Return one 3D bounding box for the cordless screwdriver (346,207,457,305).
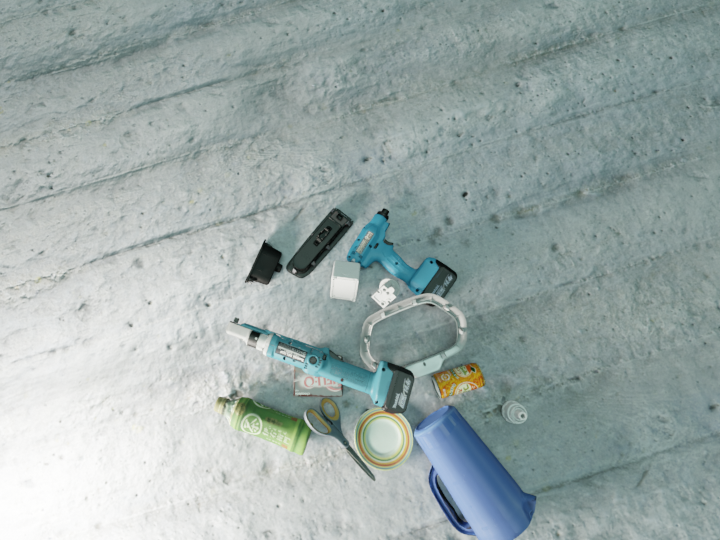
[{"bbox_3d":[0.108,-0.033,1.008,0.255,0.072,0.159,30,80,12],"label":"cordless screwdriver"}]

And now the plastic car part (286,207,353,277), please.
[{"bbox_3d":[-0.101,-0.066,1.032,0.066,0.067,0.202,40,84,0],"label":"plastic car part"}]

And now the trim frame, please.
[{"bbox_3d":[0.117,0.153,0.949,0.250,0.028,0.180,-23,102,7],"label":"trim frame"}]

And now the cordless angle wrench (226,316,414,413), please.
[{"bbox_3d":[-0.100,0.197,0.929,0.429,0.073,0.098,18,75,7],"label":"cordless angle wrench"}]

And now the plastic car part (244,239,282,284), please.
[{"bbox_3d":[-0.228,-0.011,1.028,0.070,0.067,0.117,28,76,-10],"label":"plastic car part"}]
